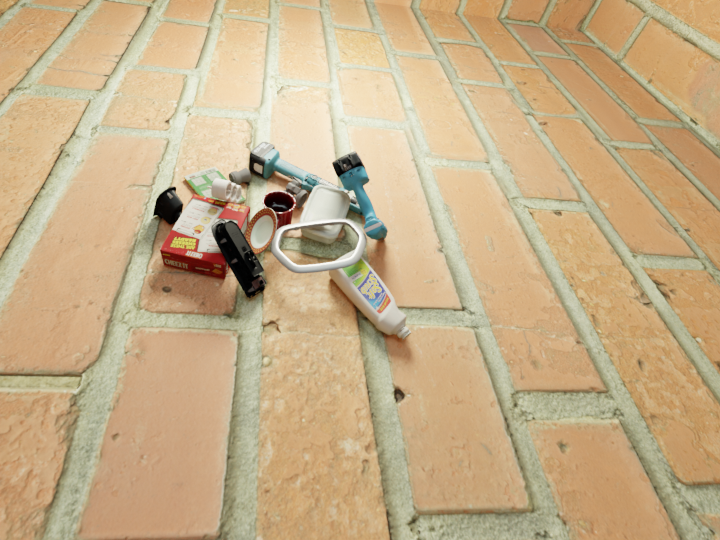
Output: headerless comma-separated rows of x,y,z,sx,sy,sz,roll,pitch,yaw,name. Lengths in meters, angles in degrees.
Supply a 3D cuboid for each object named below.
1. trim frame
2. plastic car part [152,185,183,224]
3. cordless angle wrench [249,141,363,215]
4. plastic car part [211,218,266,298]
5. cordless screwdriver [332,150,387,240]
-0.106,-0.069,1.084,0.246,0.027,0.192,-11,52,-7,trim frame
-0.504,-0.164,1.129,0.071,0.118,0.065,51,54,-2,plastic car part
-0.147,-0.268,1.305,0.432,0.073,0.097,28,50,11,cordless angle wrench
-0.288,-0.038,1.014,0.065,0.068,0.203,-32,89,-46,plastic car part
0.010,-0.198,1.177,0.075,0.154,0.253,-24,79,11,cordless screwdriver
